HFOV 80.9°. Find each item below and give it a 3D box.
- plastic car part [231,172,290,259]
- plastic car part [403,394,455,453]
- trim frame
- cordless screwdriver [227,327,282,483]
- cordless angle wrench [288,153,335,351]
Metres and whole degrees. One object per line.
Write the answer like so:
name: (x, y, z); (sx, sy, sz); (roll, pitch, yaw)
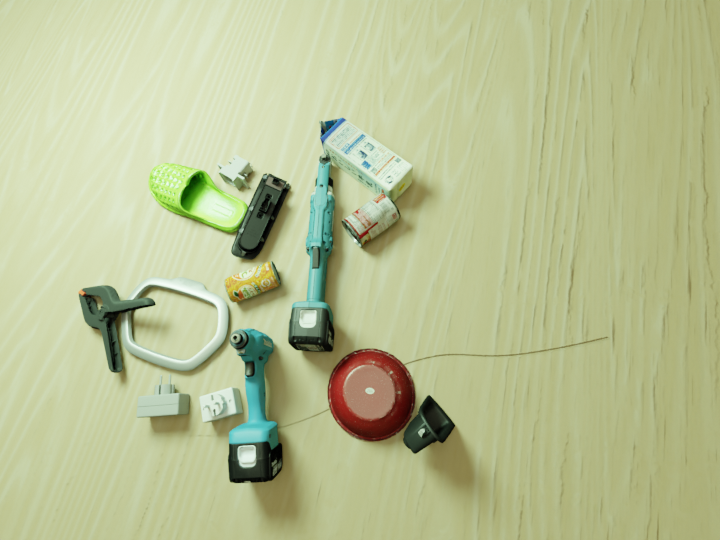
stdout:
plastic car part: (-0.213, -0.117, 0.910); (0.064, 0.069, 0.204); (25, 78, -17)
plastic car part: (0.103, 0.264, 0.699); (0.071, 0.112, 0.068); (-48, 71, 15)
trim frame: (-0.389, 0.103, 0.880); (0.256, 0.026, 0.186); (13, 73, 16)
cordless screwdriver: (-0.190, 0.226, 0.732); (0.075, 0.154, 0.254); (-7, 72, 3)
cordless angle wrench: (-0.084, -0.055, 0.860); (0.075, 0.094, 0.432); (-1, 66, 6)
